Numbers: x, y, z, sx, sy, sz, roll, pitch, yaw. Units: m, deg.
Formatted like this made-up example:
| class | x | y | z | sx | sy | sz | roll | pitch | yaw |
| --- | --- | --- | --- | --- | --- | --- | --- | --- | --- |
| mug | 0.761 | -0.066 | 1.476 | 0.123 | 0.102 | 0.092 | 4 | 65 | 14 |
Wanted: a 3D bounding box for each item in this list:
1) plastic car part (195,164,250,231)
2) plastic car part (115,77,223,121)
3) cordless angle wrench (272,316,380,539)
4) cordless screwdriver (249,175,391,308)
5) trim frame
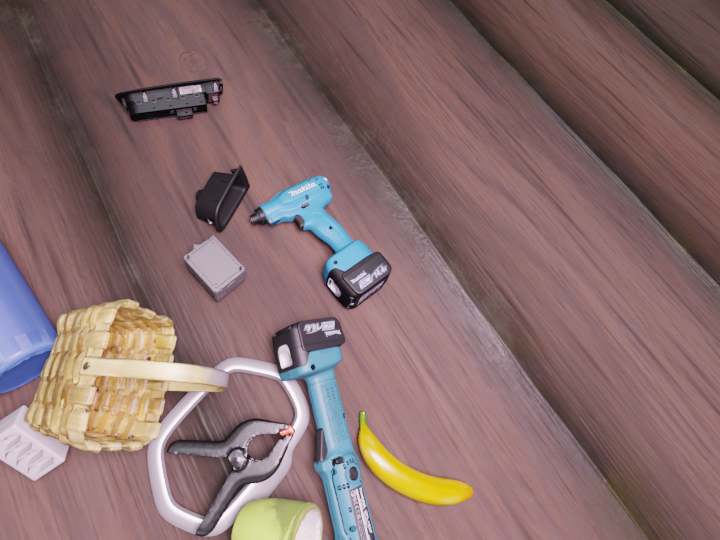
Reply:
| class | x | y | z | sx | sy | sz | roll | pitch | yaw |
| --- | --- | --- | --- | --- | --- | --- | --- | --- | --- |
| plastic car part | -0.259 | -0.133 | 0.762 | 0.073 | 0.064 | 0.117 | 19 | 66 | 14 |
| plastic car part | -0.371 | -0.332 | 0.837 | 0.199 | 0.068 | 0.067 | -10 | 95 | -16 |
| cordless angle wrench | -0.028 | 0.281 | 0.587 | 0.093 | 0.076 | 0.434 | 0 | 66 | -41 |
| cordless screwdriver | -0.072 | -0.047 | 0.741 | 0.156 | 0.073 | 0.257 | -29 | 69 | -21 |
| trim frame | -0.186 | 0.242 | 0.610 | 0.188 | 0.027 | 0.246 | 37 | 63 | 10 |
